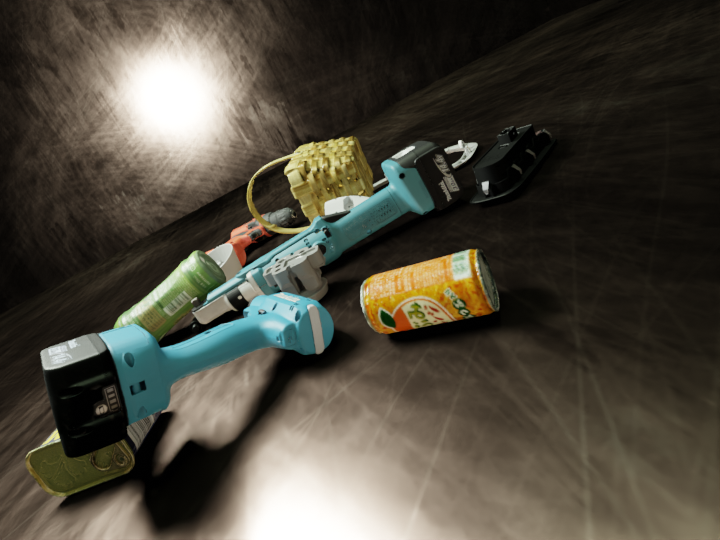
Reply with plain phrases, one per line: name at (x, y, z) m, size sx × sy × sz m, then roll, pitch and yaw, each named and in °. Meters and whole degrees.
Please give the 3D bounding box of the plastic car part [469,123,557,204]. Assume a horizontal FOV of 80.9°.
plastic car part at (0.208, -0.156, 0.584) m, size 0.069 × 0.064 × 0.201 m, roll 1°, pitch 38°, yaw 41°

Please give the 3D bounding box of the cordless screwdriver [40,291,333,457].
cordless screwdriver at (-0.167, 0.074, 0.421) m, size 0.240 × 0.073 × 0.167 m, roll -16°, pitch 12°, yaw -31°

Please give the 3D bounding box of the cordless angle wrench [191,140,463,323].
cordless angle wrench at (-0.060, -0.039, 0.615) m, size 0.424 × 0.095 × 0.076 m, roll -32°, pitch 19°, yaw 3°

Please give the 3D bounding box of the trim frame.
trim frame at (0.108, -0.194, 0.827) m, size 0.251 × 0.027 × 0.188 m, roll -27°, pitch 21°, yaw 8°
